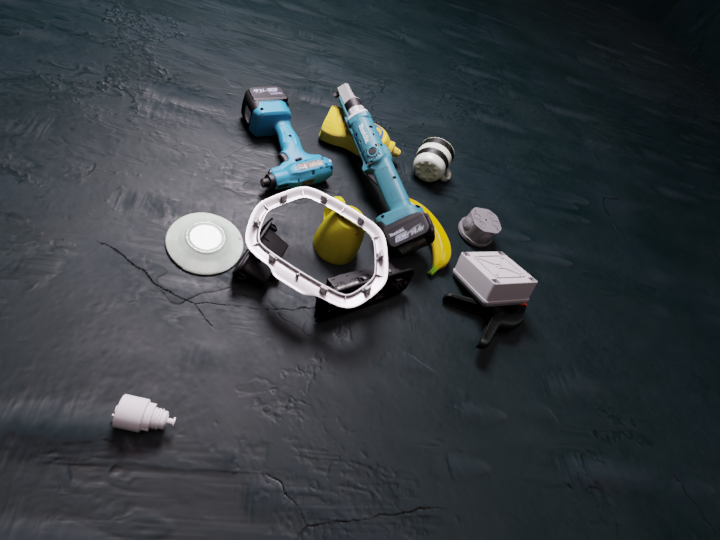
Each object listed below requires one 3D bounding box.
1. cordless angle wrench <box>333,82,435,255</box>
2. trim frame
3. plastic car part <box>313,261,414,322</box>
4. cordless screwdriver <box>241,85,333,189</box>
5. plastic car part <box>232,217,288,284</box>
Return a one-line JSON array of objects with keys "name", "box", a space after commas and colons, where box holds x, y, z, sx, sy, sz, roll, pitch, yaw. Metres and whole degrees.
[{"name": "cordless angle wrench", "box": [0.031, -0.236, 0.887, 0.099, 0.071, 0.437, -26, 67, 13]}, {"name": "trim frame", "box": [-0.068, -0.044, 0.691, 0.252, 0.027, 0.184, 32, 65, 6]}, {"name": "plastic car part", "box": [0.002, 0.029, 0.744, 0.196, 0.065, 0.071, -13, 37, -26]}, {"name": "cordless screwdriver", "box": [-0.181, -0.275, 0.891, 0.154, 0.074, 0.257, -21, 68, -31]}, {"name": "plastic car part", "box": [-0.164, -0.020, 0.721, 0.069, 0.067, 0.118, 32, 53, -16]}]
